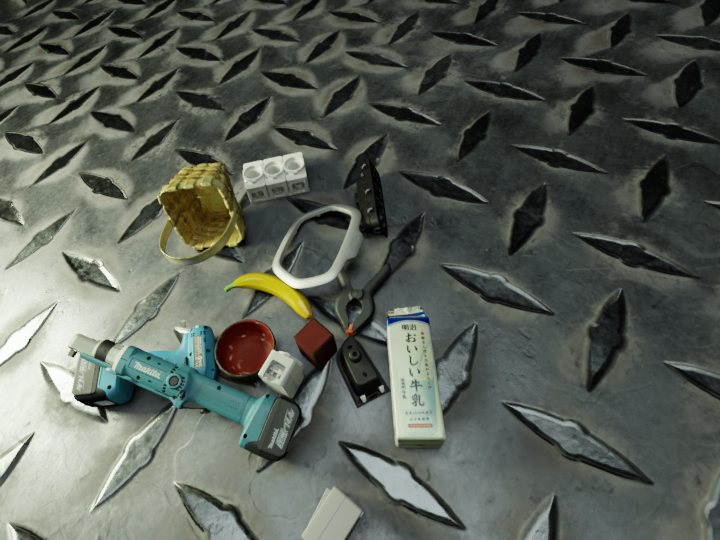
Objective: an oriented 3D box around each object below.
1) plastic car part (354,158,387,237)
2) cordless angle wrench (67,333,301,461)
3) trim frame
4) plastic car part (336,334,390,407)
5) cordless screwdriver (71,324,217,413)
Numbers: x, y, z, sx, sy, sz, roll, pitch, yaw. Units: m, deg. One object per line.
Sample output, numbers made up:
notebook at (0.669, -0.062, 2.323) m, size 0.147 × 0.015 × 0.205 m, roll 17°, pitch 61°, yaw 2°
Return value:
plastic car part at (0.022, -0.160, 0.964) m, size 0.068 × 0.063 × 0.210 m, roll -18°, pitch 54°, yaw 11°
cordless angle wrench at (-0.308, 0.194, 0.718) m, size 0.430 × 0.073 × 0.098 m, roll 20°, pitch 68°, yaw 8°
trim frame at (-0.089, -0.058, 0.907) m, size 0.191 × 0.026 × 0.251 m, roll 0°, pitch 48°, yaw 25°
plastic car part at (-0.005, 0.166, 0.746) m, size 0.065 × 0.068 × 0.122 m, roll -25°, pitch 60°, yaw -12°
cordless screwdriver at (-0.389, 0.202, 0.780) m, size 0.247 × 0.072 × 0.165 m, roll -12°, pitch 59°, yaw -4°
